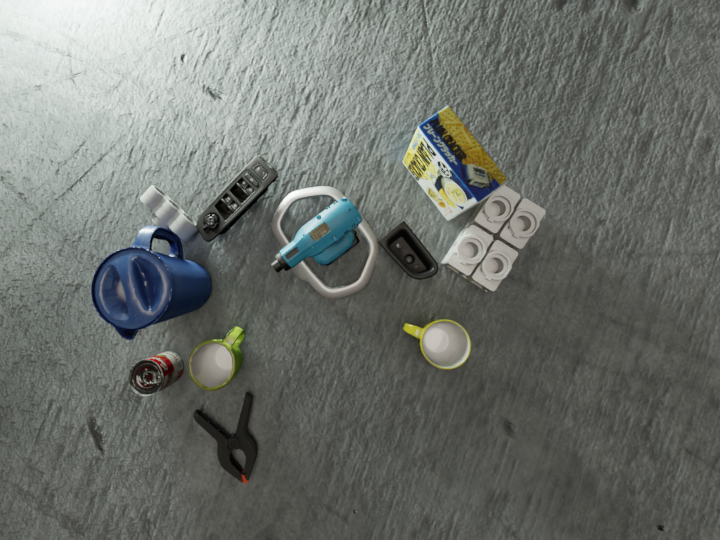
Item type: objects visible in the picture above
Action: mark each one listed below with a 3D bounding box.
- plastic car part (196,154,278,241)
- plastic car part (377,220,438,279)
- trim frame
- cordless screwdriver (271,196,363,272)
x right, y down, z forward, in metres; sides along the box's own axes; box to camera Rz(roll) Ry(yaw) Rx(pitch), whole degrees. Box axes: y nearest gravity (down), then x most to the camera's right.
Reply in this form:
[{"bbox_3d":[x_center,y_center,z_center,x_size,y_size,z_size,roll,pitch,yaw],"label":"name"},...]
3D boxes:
[{"bbox_3d":[-0.255,-0.143,0.872,0.203,0.066,0.067,-44,87,0],"label":"plastic car part"},{"bbox_3d":[0.095,-0.030,0.835,0.066,0.070,0.118,-39,85,-1],"label":"plastic car part"},{"bbox_3d":[-0.074,-0.061,0.872,0.184,0.027,0.251,-39,84,0],"label":"trim frame"},{"bbox_3d":[-0.074,-0.049,0.761,0.159,0.247,0.075,-37,89,-1],"label":"cordless screwdriver"}]
